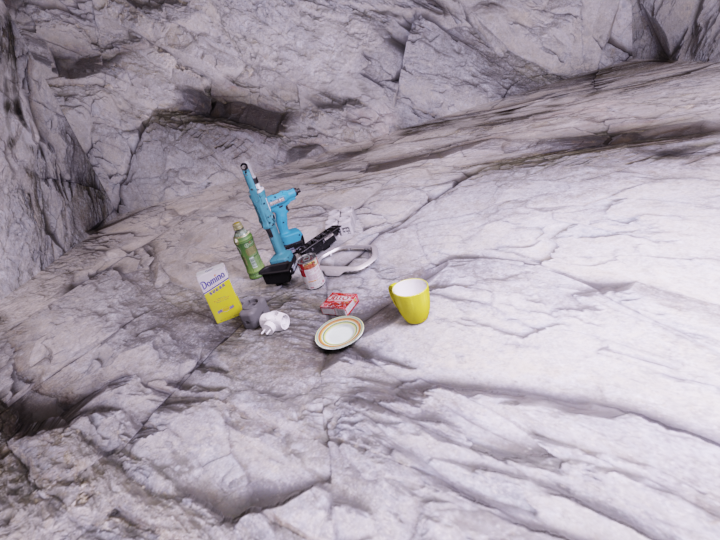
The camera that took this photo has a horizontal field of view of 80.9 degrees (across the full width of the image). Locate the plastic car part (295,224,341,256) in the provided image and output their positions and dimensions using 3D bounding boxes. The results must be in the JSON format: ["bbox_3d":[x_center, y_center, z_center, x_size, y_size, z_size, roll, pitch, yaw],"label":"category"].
[{"bbox_3d":[-0.156,-0.102,1.592,0.199,0.065,0.070,-32,29,-25],"label":"plastic car part"}]

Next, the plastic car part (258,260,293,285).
[{"bbox_3d":[-0.282,0.018,1.447,0.119,0.068,0.067,-11,26,15],"label":"plastic car part"}]

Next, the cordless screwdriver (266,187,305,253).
[{"bbox_3d":[-0.275,-0.193,1.645,0.157,0.240,0.078,-25,25,-14],"label":"cordless screwdriver"}]

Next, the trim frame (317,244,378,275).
[{"bbox_3d":[-0.050,-0.039,1.448,0.261,0.026,0.182,2,34,36],"label":"trim frame"}]

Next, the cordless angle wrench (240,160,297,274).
[{"bbox_3d":[-0.323,-0.176,1.459,0.076,0.409,0.099,-11,24,14],"label":"cordless angle wrench"}]
